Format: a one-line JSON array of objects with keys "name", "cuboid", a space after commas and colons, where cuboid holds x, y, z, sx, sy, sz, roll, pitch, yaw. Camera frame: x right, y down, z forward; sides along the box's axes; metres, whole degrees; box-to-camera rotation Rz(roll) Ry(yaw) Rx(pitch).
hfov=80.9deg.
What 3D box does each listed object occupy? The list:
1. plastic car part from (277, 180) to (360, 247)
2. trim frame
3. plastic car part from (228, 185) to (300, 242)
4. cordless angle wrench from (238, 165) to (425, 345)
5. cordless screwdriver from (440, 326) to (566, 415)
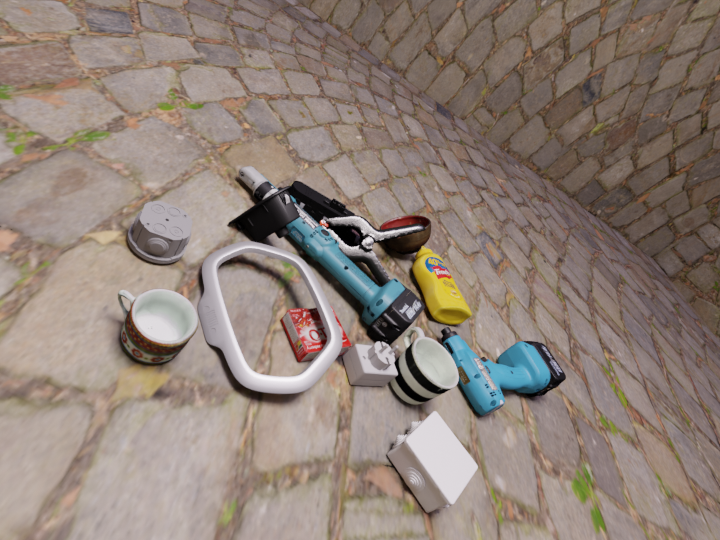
[{"name": "plastic car part", "cuboid": [-0.076, -0.120, 0.857, 0.198, 0.067, 0.068, 26, 42, -13]}, {"name": "trim frame", "cuboid": [-0.128, 0.054, 0.588, 0.177, 0.027, 0.260, -9, 55, -31]}, {"name": "plastic car part", "cuboid": [-0.150, -0.085, 0.706, 0.070, 0.120, 0.065, 62, 32, -10]}, {"name": "cordless angle wrench", "cuboid": [-0.075, -0.049, 0.763, 0.433, 0.074, 0.095, 43, 33, 13]}, {"name": "cordless screwdriver", "cuboid": [0.266, 0.175, 0.808, 0.237, 0.074, 0.167, 2, 47, -37]}]
